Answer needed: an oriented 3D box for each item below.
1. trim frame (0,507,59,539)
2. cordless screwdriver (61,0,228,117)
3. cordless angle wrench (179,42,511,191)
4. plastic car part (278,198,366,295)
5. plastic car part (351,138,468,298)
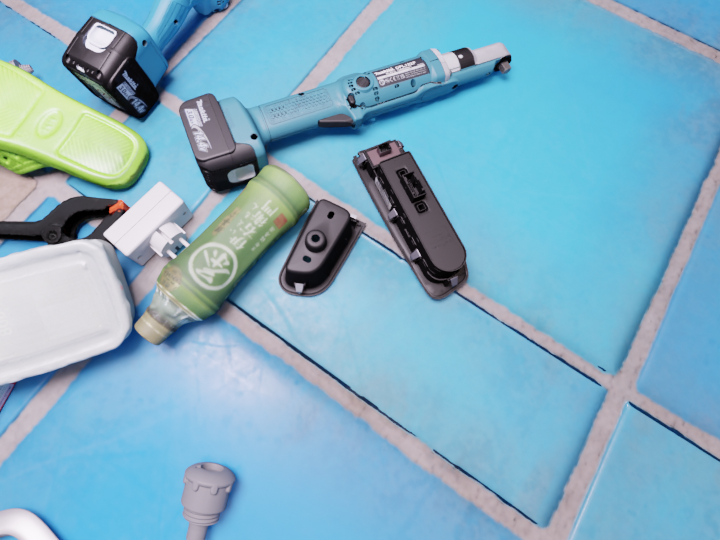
[{"bbox_3d":[-0.296,0.337,0.363,0.255,0.027,0.183,42,77,14],"label":"trim frame"},{"bbox_3d":[-0.251,-0.321,0.509,0.075,0.157,0.249,28,76,3],"label":"cordless screwdriver"},{"bbox_3d":[-0.001,-0.213,0.523,0.418,0.073,0.100,-21,75,-10],"label":"cordless angle wrench"},{"bbox_3d":[-0.045,-0.029,0.461,0.067,0.070,0.117,26,71,6],"label":"plastic car part"},{"bbox_3d":[0.065,-0.069,0.481,0.065,0.067,0.207,-21,76,-16],"label":"plastic car part"}]
